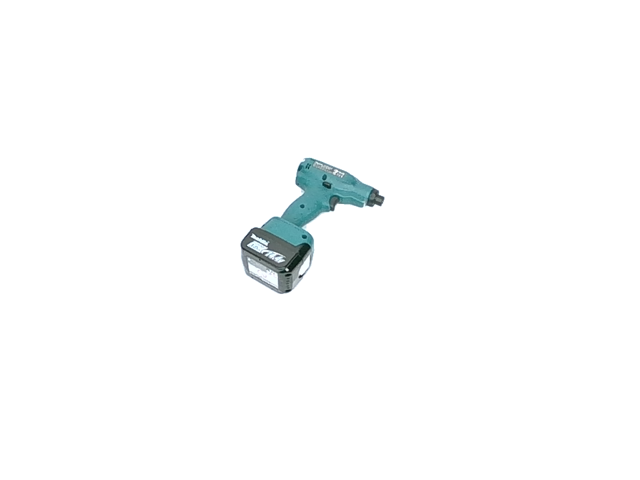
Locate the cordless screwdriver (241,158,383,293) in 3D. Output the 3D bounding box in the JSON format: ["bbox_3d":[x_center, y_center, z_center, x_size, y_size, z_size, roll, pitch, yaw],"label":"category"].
[{"bbox_3d":[-0.008,-0.027,0.689,0.159,0.247,0.074,24,-34,13],"label":"cordless screwdriver"}]
